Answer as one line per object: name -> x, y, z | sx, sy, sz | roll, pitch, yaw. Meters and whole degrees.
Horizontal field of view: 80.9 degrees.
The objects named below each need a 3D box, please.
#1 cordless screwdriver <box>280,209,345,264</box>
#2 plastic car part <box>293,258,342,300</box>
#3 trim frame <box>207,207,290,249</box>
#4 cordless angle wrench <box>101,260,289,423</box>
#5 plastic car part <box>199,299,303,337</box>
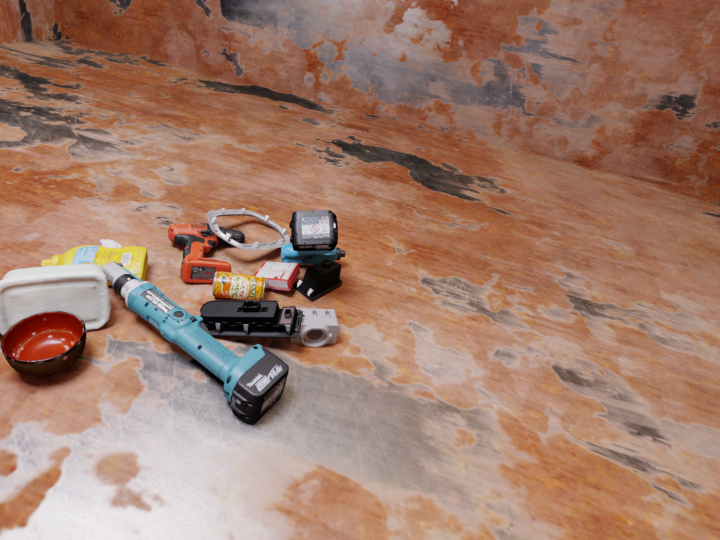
cordless screwdriver -> -0.092, -0.060, 0.945 | 0.156, 0.075, 0.249 | 0, -12, -12
plastic car part -> -0.088, 0.010, 0.970 | 0.069, 0.069, 0.113 | 35, 42, 29
trim frame -> -0.275, -0.105, 1.069 | 0.192, 0.027, 0.239 | 40, 23, 21
cordless angle wrench -> -0.317, 0.096, 0.740 | 0.440, 0.073, 0.096 | 30, 35, 20
plastic car part -> -0.214, 0.086, 0.787 | 0.207, 0.064, 0.068 | -3, 49, 12
